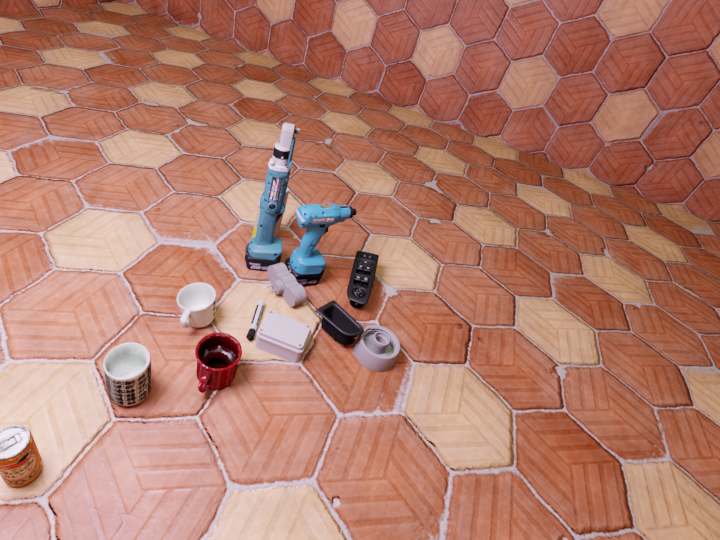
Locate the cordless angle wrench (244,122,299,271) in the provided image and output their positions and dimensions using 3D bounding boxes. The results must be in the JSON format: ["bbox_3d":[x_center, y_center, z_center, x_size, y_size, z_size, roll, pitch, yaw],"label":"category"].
[{"bbox_3d":[-0.221,-0.174,1.067,0.096,0.417,0.077,9,40,-16],"label":"cordless angle wrench"}]

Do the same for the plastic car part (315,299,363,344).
[{"bbox_3d":[-0.054,0.140,1.029,0.064,0.070,0.122,-25,55,-41],"label":"plastic car part"}]

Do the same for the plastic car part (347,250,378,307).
[{"bbox_3d":[0.000,0.029,1.183,0.066,0.066,0.206,17,39,-3],"label":"plastic car part"}]

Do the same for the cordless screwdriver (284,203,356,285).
[{"bbox_3d":[-0.110,-0.072,1.122,0.153,0.245,0.078,-6,46,-29],"label":"cordless screwdriver"}]
